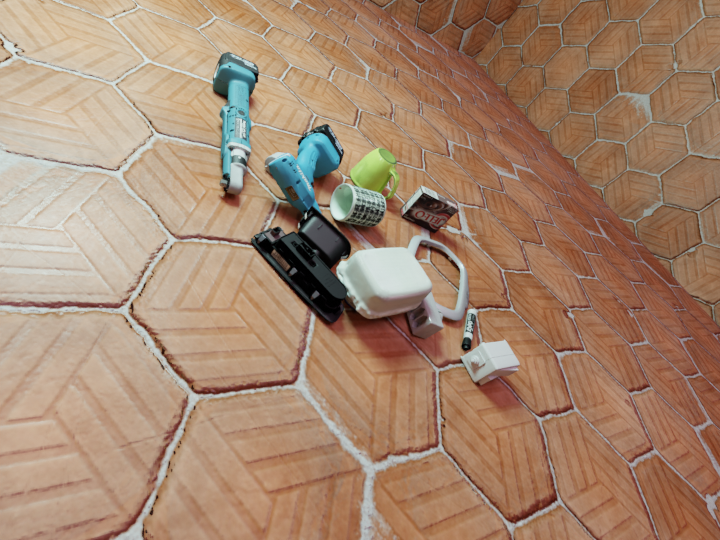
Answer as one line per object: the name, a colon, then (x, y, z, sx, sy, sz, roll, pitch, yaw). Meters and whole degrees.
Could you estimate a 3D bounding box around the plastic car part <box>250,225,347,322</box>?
plastic car part: (-0.093, -0.005, 0.721, 0.206, 0.068, 0.064, 49, 31, 9)

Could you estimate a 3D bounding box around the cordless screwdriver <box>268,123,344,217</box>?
cordless screwdriver: (-0.097, -0.204, 0.895, 0.153, 0.076, 0.251, 58, 28, -23)

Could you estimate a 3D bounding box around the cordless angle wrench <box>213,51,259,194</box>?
cordless angle wrench: (-0.262, -0.312, 0.889, 0.093, 0.075, 0.439, 14, 46, -30)

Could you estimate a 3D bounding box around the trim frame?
trim frame: (0.176, 0.011, 0.951, 0.183, 0.028, 0.249, 34, 36, -5)

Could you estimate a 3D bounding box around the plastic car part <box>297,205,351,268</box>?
plastic car part: (-0.077, -0.050, 0.785, 0.117, 0.066, 0.070, 44, 52, 0)
